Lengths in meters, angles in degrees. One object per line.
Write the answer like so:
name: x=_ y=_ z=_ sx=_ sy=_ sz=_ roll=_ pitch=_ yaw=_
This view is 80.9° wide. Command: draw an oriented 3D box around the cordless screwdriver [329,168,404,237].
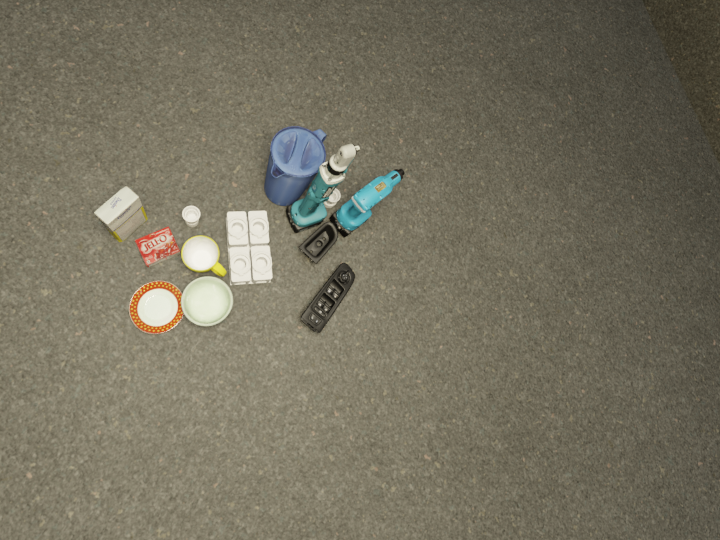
cordless screwdriver: x=0.016 y=-0.182 z=1.128 sx=0.157 sy=0.252 sz=0.074 roll=-39 pitch=93 yaw=-22

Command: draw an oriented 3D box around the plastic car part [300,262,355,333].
plastic car part: x=-0.084 y=0.071 z=1.129 sx=0.066 sy=0.068 sz=0.202 roll=38 pitch=69 yaw=-5

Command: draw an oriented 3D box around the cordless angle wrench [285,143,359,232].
cordless angle wrench: x=-0.094 y=-0.191 z=1.008 sx=0.096 sy=0.428 sz=0.075 roll=-21 pitch=86 yaw=-22

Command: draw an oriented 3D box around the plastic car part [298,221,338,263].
plastic car part: x=-0.113 y=-0.074 z=1.160 sx=0.066 sy=0.072 sz=0.116 roll=44 pitch=69 yaw=-3
